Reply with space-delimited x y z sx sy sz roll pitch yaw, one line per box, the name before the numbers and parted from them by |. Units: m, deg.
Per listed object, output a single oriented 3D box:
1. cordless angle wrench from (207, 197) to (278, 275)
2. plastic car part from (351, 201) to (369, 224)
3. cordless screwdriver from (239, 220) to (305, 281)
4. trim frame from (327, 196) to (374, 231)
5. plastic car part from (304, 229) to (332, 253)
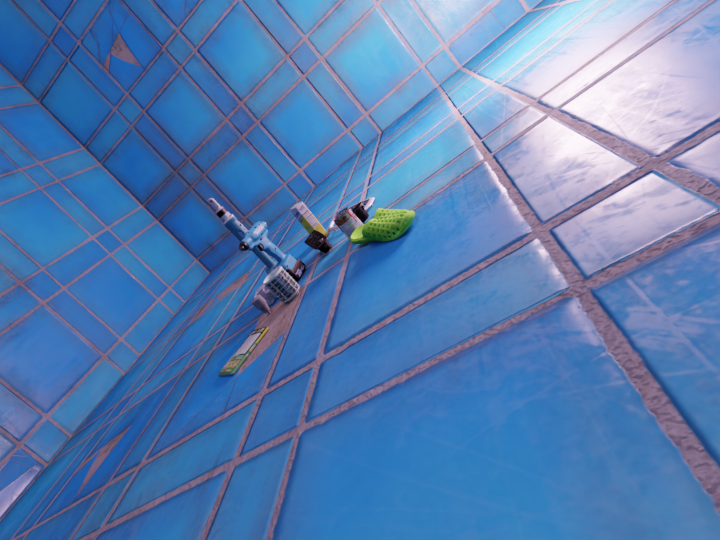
cordless angle wrench | -0.432 -0.117 1.620 0.074 0.413 0.100 -43 13 -7
plastic car part | -0.016 -0.170 1.438 0.117 0.069 0.068 -41 15 4
cordless screwdriver | -0.315 -0.047 1.495 0.076 0.243 0.160 -33 17 35
trim frame | -0.039 -0.219 1.664 0.257 0.027 0.183 -16 31 53
plastic car part | -0.153 -0.100 1.567 0.066 0.065 0.209 -44 18 -6
